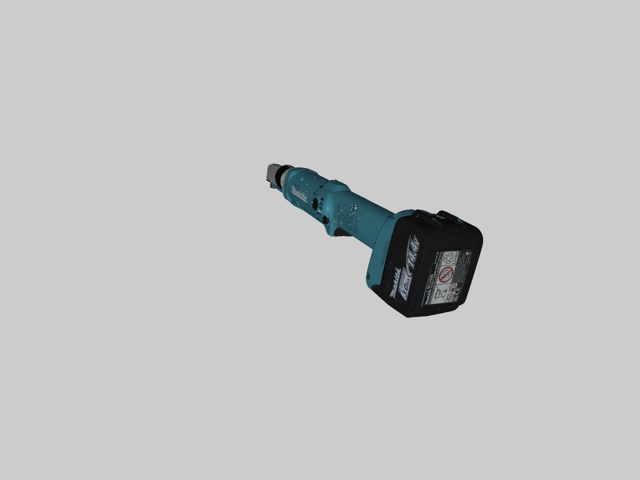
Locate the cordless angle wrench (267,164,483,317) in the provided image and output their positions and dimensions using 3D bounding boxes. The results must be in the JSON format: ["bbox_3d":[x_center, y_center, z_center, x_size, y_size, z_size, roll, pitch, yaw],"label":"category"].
[{"bbox_3d":[0.016,-0.044,0.552,0.074,0.098,0.422,-2,22,-29],"label":"cordless angle wrench"}]
